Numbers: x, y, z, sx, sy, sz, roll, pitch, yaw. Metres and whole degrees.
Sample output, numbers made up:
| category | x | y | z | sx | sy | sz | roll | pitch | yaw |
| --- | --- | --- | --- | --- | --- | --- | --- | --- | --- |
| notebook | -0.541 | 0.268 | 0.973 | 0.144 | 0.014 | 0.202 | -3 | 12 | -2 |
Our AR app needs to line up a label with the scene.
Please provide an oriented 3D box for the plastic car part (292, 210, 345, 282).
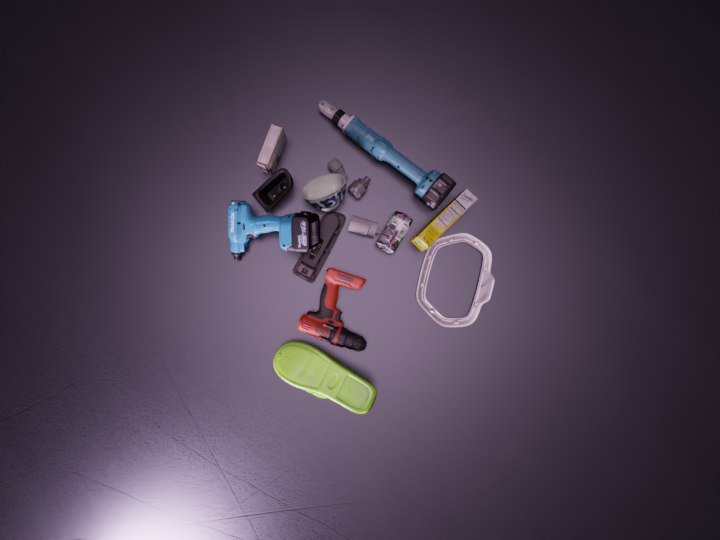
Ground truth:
| category | x | y | z | sx | sy | sz | roll | pitch | yaw |
| --- | --- | --- | --- | --- | --- | --- | --- | --- | --- |
| plastic car part | -0.109 | -0.071 | 1.110 | 0.068 | 0.065 | 0.203 | 28 | 84 | 9 |

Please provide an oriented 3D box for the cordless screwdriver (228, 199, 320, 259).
| category | x | y | z | sx | sy | sz | roll | pitch | yaw |
| --- | --- | --- | --- | --- | --- | --- | --- | --- | --- |
| cordless screwdriver | -0.230 | -0.088 | 1.079 | 0.258 | 0.073 | 0.157 | 10 | 105 | 20 |

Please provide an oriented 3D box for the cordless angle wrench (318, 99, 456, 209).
| category | x | y | z | sx | sy | sz | roll | pitch | yaw |
| --- | --- | --- | --- | --- | --- | --- | --- | --- | --- |
| cordless angle wrench | 0.053 | -0.320 | 1.112 | 0.431 | 0.096 | 0.074 | 39 | 90 | 9 |

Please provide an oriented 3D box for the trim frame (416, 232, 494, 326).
| category | x | y | z | sx | sy | sz | roll | pitch | yaw |
| --- | --- | --- | --- | --- | --- | --- | --- | --- | --- |
| trim frame | 0.248 | 0.024 | 1.094 | 0.185 | 0.027 | 0.249 | 16 | 83 | 4 |

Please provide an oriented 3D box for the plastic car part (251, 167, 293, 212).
| category | x | y | z | sx | sy | sz | roll | pitch | yaw |
| --- | --- | --- | --- | --- | --- | --- | --- | --- | --- |
| plastic car part | -0.218 | -0.217 | 1.124 | 0.117 | 0.070 | 0.066 | -40 | 89 | 14 |
